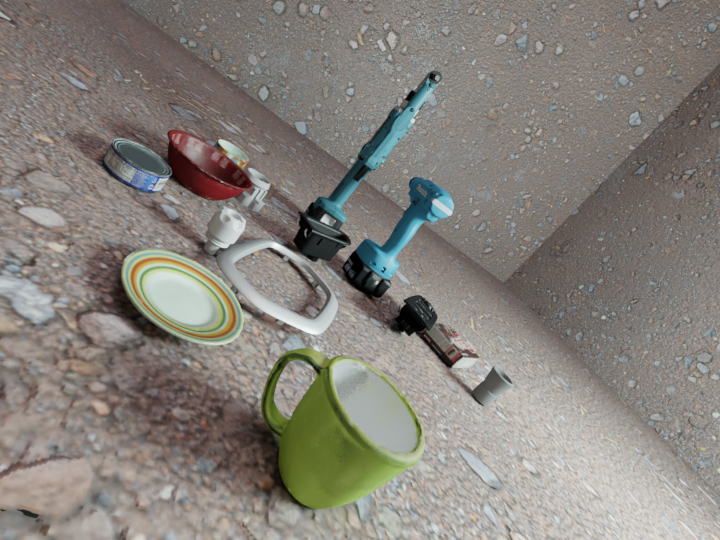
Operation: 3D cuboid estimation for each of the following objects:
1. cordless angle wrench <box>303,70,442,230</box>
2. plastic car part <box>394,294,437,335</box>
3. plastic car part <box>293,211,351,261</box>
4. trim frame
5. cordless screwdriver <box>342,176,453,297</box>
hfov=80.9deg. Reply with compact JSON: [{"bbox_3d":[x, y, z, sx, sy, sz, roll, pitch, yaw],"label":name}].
[{"bbox_3d":[0.026,-0.250,0.921,0.072,0.424,0.101,35,16,-19],"label":"cordless angle wrench"},{"bbox_3d":[0.107,0.089,0.810,0.068,0.067,0.197,43,16,12],"label":"plastic car part"},{"bbox_3d":[-0.076,-0.050,0.782,0.110,0.071,0.069,25,21,-42],"label":"plastic car part"},{"bbox_3d":[-0.112,0.013,0.600,0.185,0.027,0.247,38,15,-1],"label":"trim frame"},{"bbox_3d":[0.067,-0.076,0.848,0.071,0.249,0.165,33,17,-25],"label":"cordless screwdriver"}]
